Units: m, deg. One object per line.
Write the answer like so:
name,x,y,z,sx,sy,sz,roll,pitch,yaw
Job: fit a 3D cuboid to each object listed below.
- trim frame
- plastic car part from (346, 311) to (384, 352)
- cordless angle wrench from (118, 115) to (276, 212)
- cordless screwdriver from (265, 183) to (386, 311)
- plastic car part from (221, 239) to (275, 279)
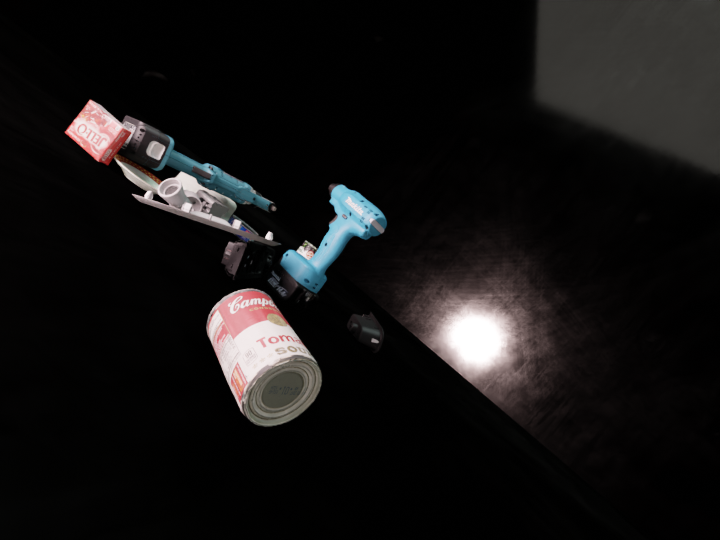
trim frame,-0.246,-0.085,0.695,0.241,0.027,0.189,17,-1,-17
plastic car part,0.004,0.141,1.005,0.069,0.066,0.121,22,10,-19
cordless angle wrench,-0.340,-0.211,0.959,0.103,0.074,0.400,28,3,34
cordless screwdriver,-0.081,-0.053,0.824,0.168,0.249,0.070,47,6,39
plastic car part,-0.201,-0.020,0.752,0.068,0.066,0.199,13,-1,6
